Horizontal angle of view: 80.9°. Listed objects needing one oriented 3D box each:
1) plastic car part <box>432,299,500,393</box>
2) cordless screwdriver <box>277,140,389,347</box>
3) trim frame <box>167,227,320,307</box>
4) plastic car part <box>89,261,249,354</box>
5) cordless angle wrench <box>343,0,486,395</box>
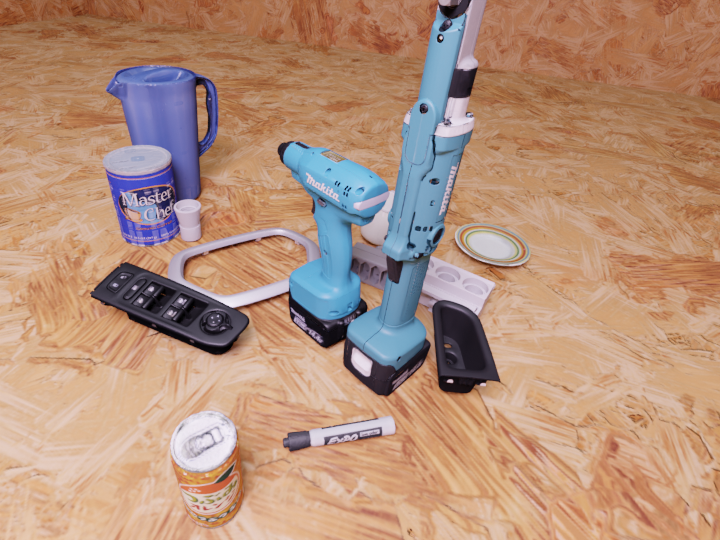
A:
[{"bbox_3d":[0.115,0.101,0.518,0.066,0.069,0.119,5,37,-2],"label":"plastic car part"},{"bbox_3d":[-0.052,-0.034,0.536,0.072,0.242,0.168,-25,47,-36],"label":"cordless screwdriver"},{"bbox_3d":[-0.178,-0.012,0.672,0.241,0.027,0.195,-21,44,-29],"label":"trim frame"},{"bbox_3d":[-0.241,0.058,0.543,0.209,0.065,0.066,16,38,15],"label":"plastic car part"},{"bbox_3d":[0.053,-0.044,0.419,0.078,0.412,0.095,34,44,31],"label":"cordless angle wrench"}]
